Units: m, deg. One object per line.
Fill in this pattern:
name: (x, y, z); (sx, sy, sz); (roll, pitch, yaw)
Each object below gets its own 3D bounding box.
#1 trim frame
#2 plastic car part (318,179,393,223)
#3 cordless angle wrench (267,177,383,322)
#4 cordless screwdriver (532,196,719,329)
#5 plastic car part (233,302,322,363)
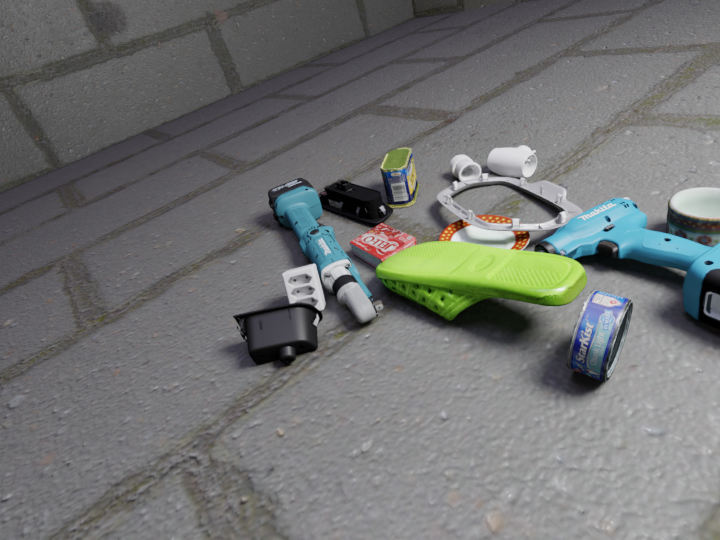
trim frame: (0.238, -0.119, 0.702); (0.182, 0.027, 0.258); (-12, 28, -8)
plastic car part: (-0.015, -0.146, 0.854); (0.065, 0.065, 0.215); (-27, 37, -27)
cordless angle wrench: (-0.072, -0.047, 0.736); (0.097, 0.071, 0.445); (-24, 37, -9)
cordless screwdriver: (0.341, -0.007, 0.487); (0.157, 0.071, 0.261); (-26, 31, -11)
plastic car part: (-0.108, 0.092, 0.573); (0.117, 0.063, 0.073); (-11, 49, 4)
